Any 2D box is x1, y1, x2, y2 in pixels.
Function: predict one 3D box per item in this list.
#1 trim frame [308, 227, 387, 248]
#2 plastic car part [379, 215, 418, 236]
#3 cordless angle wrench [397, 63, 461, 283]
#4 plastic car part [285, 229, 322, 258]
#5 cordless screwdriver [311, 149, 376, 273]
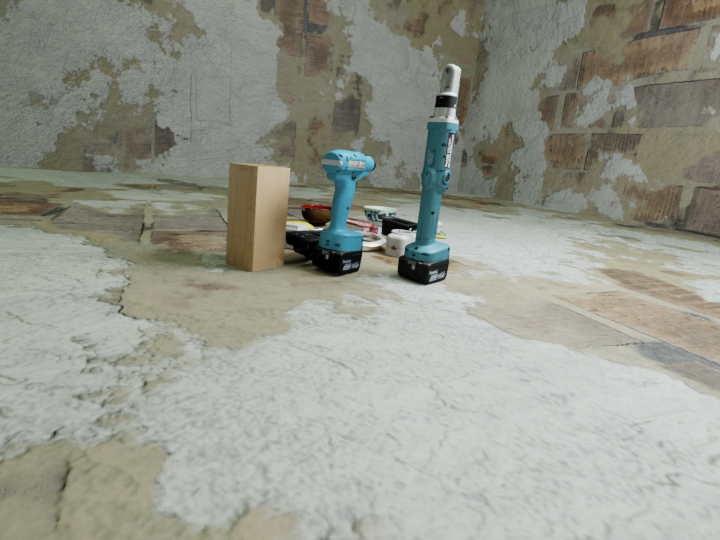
[{"bbox_3d":[-0.048,-0.088,1.166,0.255,0.027,0.182,9,16,13],"label":"trim frame"},{"bbox_3d":[0.108,-0.115,1.230,0.123,0.070,0.063,19,19,42],"label":"plastic car part"},{"bbox_3d":[0.151,-0.187,0.844,0.078,0.418,0.094,17,16,40],"label":"cordless angle wrench"},{"bbox_3d":[-0.096,-0.063,0.983,0.069,0.066,0.196,13,17,28],"label":"plastic car part"},{"bbox_3d":[-0.025,-0.124,0.888,0.078,0.246,0.153,14,16,32],"label":"cordless screwdriver"}]
